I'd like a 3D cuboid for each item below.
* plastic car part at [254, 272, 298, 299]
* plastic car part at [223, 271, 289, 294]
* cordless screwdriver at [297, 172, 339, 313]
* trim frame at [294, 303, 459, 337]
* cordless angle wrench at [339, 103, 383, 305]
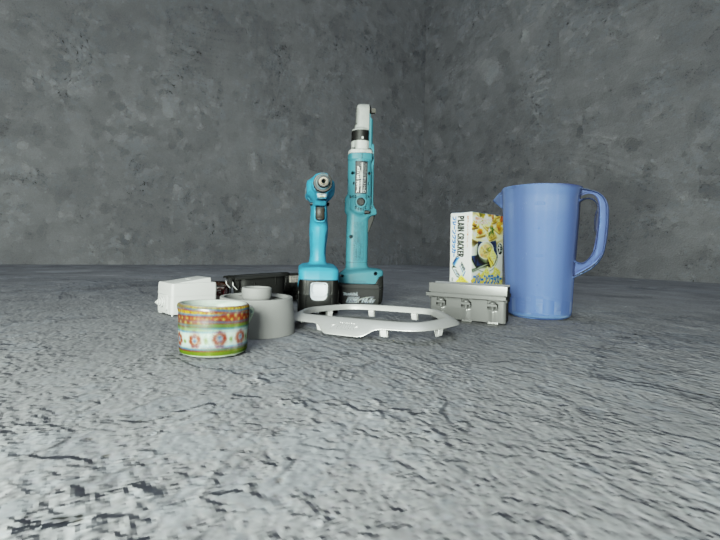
[{"bbox_3d":[-0.163,0.032,0.937,0.210,0.067,0.064,2,1,22],"label":"plastic car part"},{"bbox_3d":[-0.177,0.039,0.748,0.111,0.071,0.069,0,1,-32],"label":"plastic car part"},{"bbox_3d":[-0.074,-0.048,0.752,0.074,0.249,0.161,1,0,-8],"label":"cordless screwdriver"},{"bbox_3d":[0.016,0.071,0.618,0.259,0.027,0.176,3,3,29],"label":"trim frame"},{"bbox_3d":[-0.001,-0.140,0.891,0.097,0.423,0.075,1,-1,-5],"label":"cordless angle wrench"}]
